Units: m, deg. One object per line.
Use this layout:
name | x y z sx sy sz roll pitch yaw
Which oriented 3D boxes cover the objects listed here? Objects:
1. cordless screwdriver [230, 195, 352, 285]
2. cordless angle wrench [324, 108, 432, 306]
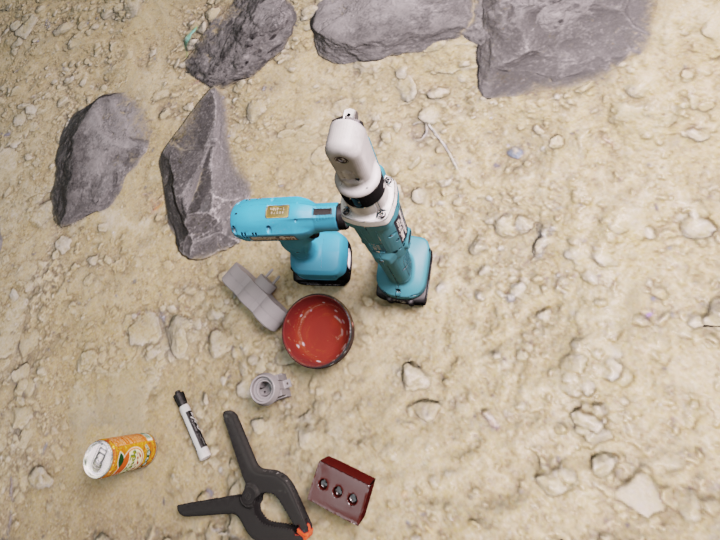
cordless screwdriver | -0.059 -0.039 0.604 0.163 0.239 0.075 0 75 15
cordless angle wrench | 0.030 -0.041 0.485 0.077 0.406 0.099 7 77 15
